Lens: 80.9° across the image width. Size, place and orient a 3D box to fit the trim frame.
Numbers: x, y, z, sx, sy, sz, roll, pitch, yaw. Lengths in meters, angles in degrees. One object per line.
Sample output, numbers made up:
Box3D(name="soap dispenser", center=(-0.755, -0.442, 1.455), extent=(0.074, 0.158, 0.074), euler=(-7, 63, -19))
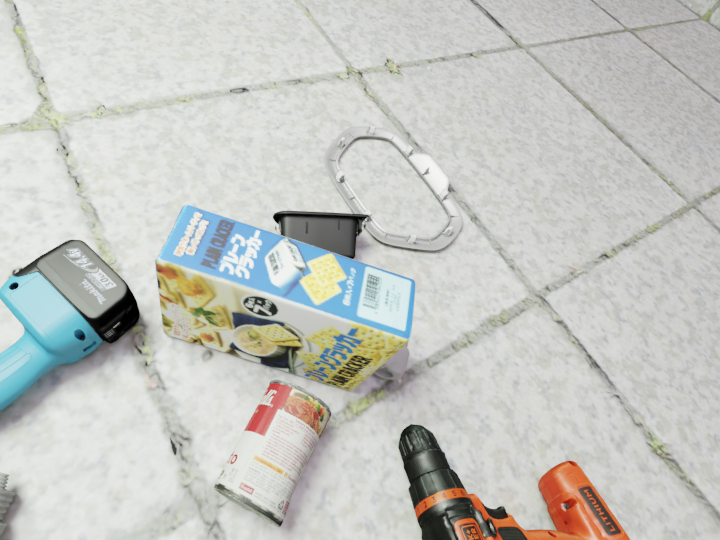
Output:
Box3D(name="trim frame", center=(0.051, -0.134, 0.642), extent=(0.179, 0.027, 0.258), euler=(-21, 65, -28))

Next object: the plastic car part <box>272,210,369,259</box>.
Box3D(name="plastic car part", center=(-0.052, -0.034, 0.532), extent=(0.114, 0.066, 0.072), euler=(-1, 74, -14))

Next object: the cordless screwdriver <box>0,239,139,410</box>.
Box3D(name="cordless screwdriver", center=(-0.334, 0.073, 0.369), extent=(0.161, 0.074, 0.247), euler=(34, 59, 6))
